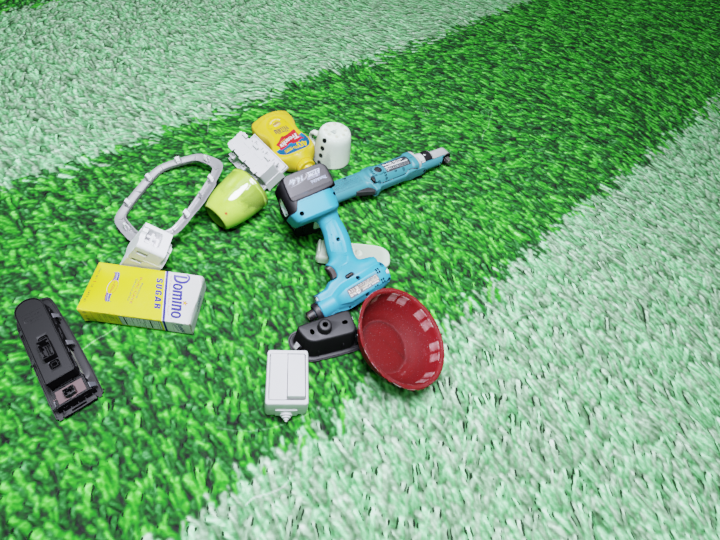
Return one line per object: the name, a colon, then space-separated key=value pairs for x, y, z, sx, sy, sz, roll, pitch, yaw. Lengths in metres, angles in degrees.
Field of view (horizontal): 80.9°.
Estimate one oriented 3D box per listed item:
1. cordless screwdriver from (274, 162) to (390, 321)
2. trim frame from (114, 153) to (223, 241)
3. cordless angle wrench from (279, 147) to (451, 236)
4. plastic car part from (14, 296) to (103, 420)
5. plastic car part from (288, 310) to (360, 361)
cordless screwdriver: x=-0.071 y=-0.046 z=0.725 sx=0.157 sy=0.075 sz=0.248 roll=-30 pitch=92 yaw=-15
trim frame: x=-0.366 y=-0.149 z=0.815 sx=0.190 sy=0.026 sz=0.251 roll=8 pitch=52 yaw=17
cordless angle wrench: x=0.030 y=-0.192 z=0.895 sx=0.413 sy=0.073 sz=0.102 roll=-26 pitch=63 yaw=-26
plastic car part: x=-0.461 y=0.115 z=0.624 sx=0.065 sy=0.065 sz=0.212 roll=-35 pitch=63 yaw=-20
plastic car part: x=-0.053 y=0.099 z=0.674 sx=0.113 sy=0.070 sz=0.069 roll=-12 pitch=58 yaw=-20
